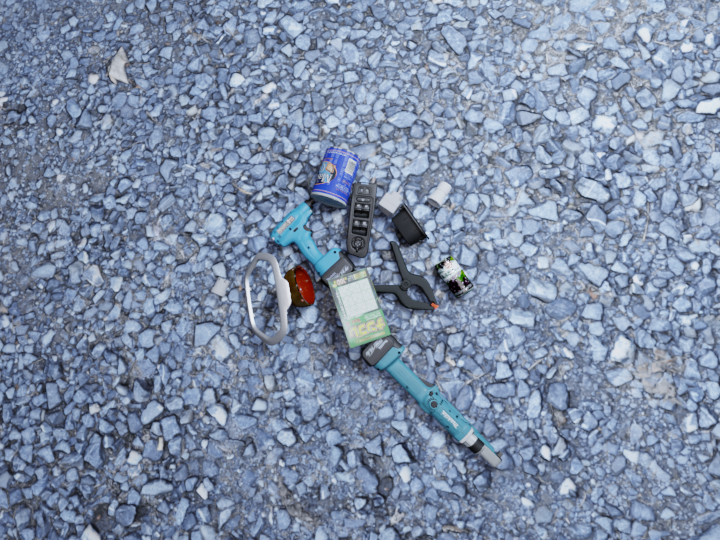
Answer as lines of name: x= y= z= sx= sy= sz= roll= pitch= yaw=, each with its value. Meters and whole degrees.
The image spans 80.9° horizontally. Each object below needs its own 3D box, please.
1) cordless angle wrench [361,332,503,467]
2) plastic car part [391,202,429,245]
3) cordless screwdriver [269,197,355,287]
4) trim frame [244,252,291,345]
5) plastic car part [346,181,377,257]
cordless angle wrench: x=0.181 y=0.328 z=1.063 sx=0.430 sy=0.073 sz=0.098 roll=43 pitch=88 yaw=8
plastic car part: x=0.125 y=-0.117 z=1.145 sx=0.072 sy=0.064 sz=0.118 roll=-32 pitch=83 yaw=15
cordless screwdriver: x=-0.113 y=-0.074 z=1.157 sx=0.256 sy=0.072 sz=0.159 roll=42 pitch=88 yaw=14
trim frame: x=-0.251 y=0.074 z=1.124 sx=0.191 sy=0.026 sz=0.252 roll=-19 pitch=75 yaw=43
plastic car part: x=-0.001 y=-0.136 z=1.153 sx=0.066 sy=0.067 sz=0.203 roll=7 pitch=87 yaw=-2
